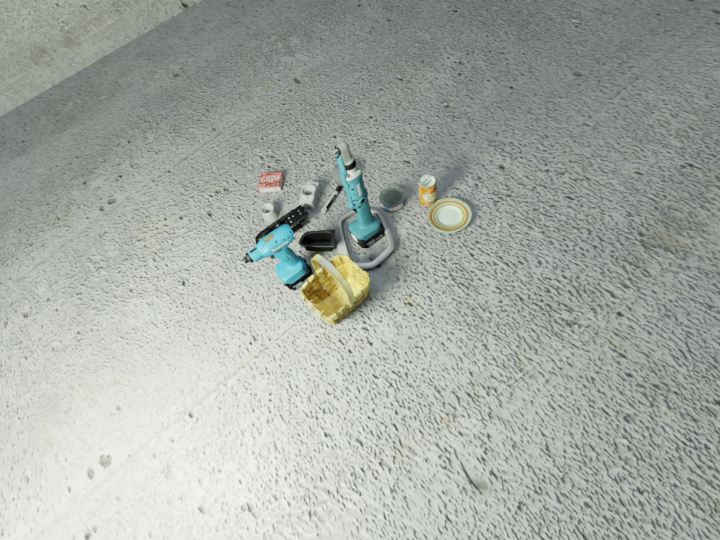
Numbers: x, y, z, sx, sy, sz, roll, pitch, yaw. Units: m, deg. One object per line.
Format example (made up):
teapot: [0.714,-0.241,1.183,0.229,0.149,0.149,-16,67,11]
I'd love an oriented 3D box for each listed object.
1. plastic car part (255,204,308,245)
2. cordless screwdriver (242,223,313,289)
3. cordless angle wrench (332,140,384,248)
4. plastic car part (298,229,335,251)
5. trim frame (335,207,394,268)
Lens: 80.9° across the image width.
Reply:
plastic car part: [-0.266,-0.140,1.437,0.202,0.064,0.070,-31,58,-4]
cordless screwdriver: [-0.240,-0.023,1.255,0.158,0.238,0.078,-34,59,-7]
cordless angle wrench: [-0.010,-0.211,1.201,0.097,0.404,0.078,-35,60,-9]
plastic car part: [-0.133,-0.087,1.365,0.119,0.068,0.067,-2,60,14]
trim frame: [0.008,-0.110,1.362,0.185,0.026,0.258,-18,57,5]
